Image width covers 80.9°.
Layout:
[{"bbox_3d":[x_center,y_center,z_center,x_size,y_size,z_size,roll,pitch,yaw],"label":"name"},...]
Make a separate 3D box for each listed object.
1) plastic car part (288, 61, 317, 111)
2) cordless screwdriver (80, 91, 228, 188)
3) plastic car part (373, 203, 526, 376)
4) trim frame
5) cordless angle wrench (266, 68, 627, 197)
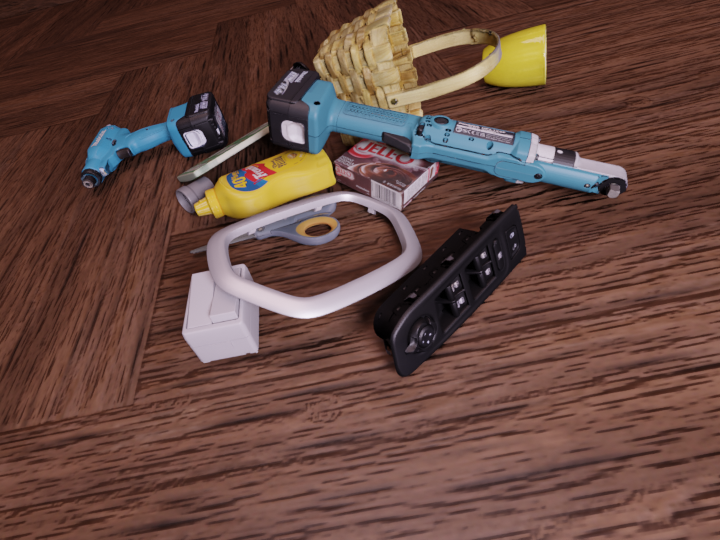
[{"bbox_3d":[-0.098,-0.283,0.709,0.071,0.110,0.070,-50,53,-2],"label":"plastic car part"},{"bbox_3d":[-0.361,-0.221,0.736,0.251,0.071,0.165,-13,46,7],"label":"cordless screwdriver"},{"bbox_3d":[0.083,0.011,0.412,0.071,0.063,0.201,21,55,41],"label":"plastic car part"},{"bbox_3d":[-0.046,-0.030,0.467,0.242,0.027,0.194,-27,51,-31],"label":"trim frame"},{"bbox_3d":[0.092,-0.160,0.519,0.434,0.072,0.098,17,53,13],"label":"cordless angle wrench"}]
